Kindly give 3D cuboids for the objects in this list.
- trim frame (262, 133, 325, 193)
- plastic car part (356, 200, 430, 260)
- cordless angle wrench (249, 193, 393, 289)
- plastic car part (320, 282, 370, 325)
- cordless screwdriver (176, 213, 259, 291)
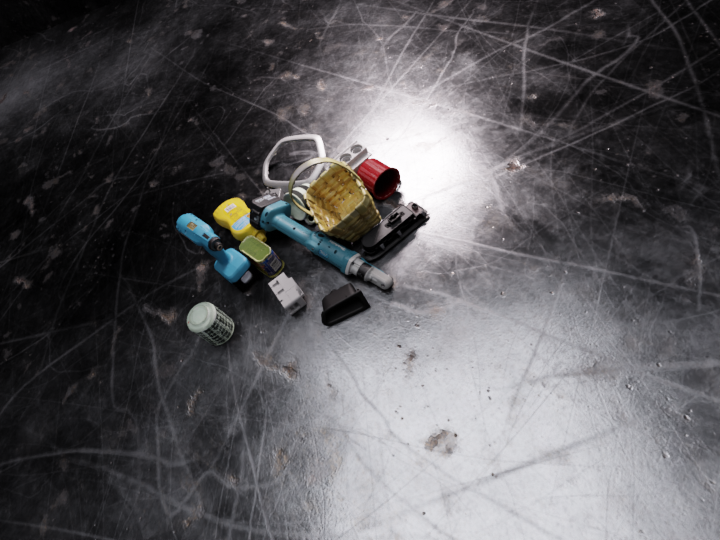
[{"bbox_3d":[-0.200,-0.317,1.254,0.261,0.026,0.185,8,78,35],"label":"trim frame"},{"bbox_3d":[0.076,-0.102,1.046,0.202,0.064,0.069,-41,64,-4],"label":"plastic car part"},{"bbox_3d":[-0.104,-0.068,1.065,0.442,0.073,0.095,31,39,24],"label":"cordless angle wrench"},{"bbox_3d":[-0.047,0.071,0.990,0.117,0.062,0.074,-26,41,7],"label":"plastic car part"},{"bbox_3d":[-0.334,-0.034,1.038,0.168,0.236,0.074,30,72,35],"label":"cordless screwdriver"}]
